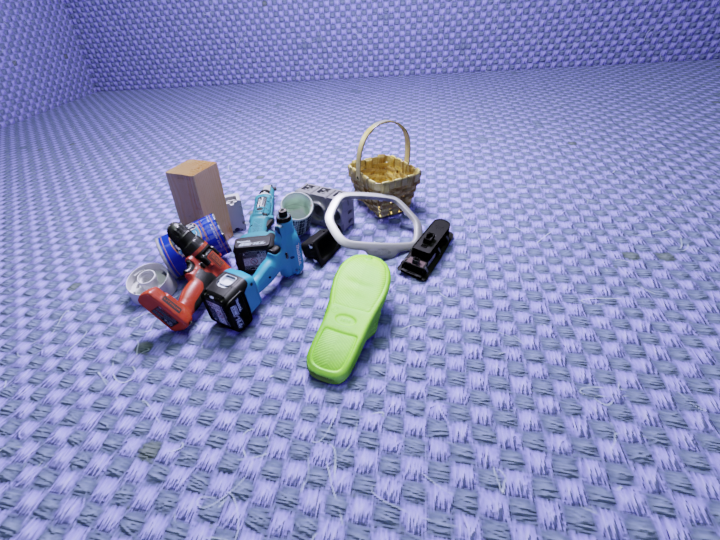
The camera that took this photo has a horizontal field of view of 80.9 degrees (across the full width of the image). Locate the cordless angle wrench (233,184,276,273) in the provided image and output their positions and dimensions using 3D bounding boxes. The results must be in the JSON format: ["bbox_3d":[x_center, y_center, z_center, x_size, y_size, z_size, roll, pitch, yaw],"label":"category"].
[{"bbox_3d":[-0.261,-0.139,1.121,0.098,0.072,0.438,-7,33,-3],"label":"cordless angle wrench"}]

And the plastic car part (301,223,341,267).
[{"bbox_3d":[-0.098,-0.064,1.003,0.074,0.064,0.115,-2,29,30],"label":"plastic car part"}]

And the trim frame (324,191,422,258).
[{"bbox_3d":[0.033,-0.111,0.998,0.241,0.027,0.191,0,57,-20],"label":"trim frame"}]

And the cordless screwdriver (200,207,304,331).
[{"bbox_3d":[-0.205,-0.007,0.849,0.078,0.154,0.246,16,42,27],"label":"cordless screwdriver"}]

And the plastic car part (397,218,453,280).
[{"bbox_3d":[0.154,-0.060,0.950,0.069,0.065,0.200,16,37,25],"label":"plastic car part"}]
